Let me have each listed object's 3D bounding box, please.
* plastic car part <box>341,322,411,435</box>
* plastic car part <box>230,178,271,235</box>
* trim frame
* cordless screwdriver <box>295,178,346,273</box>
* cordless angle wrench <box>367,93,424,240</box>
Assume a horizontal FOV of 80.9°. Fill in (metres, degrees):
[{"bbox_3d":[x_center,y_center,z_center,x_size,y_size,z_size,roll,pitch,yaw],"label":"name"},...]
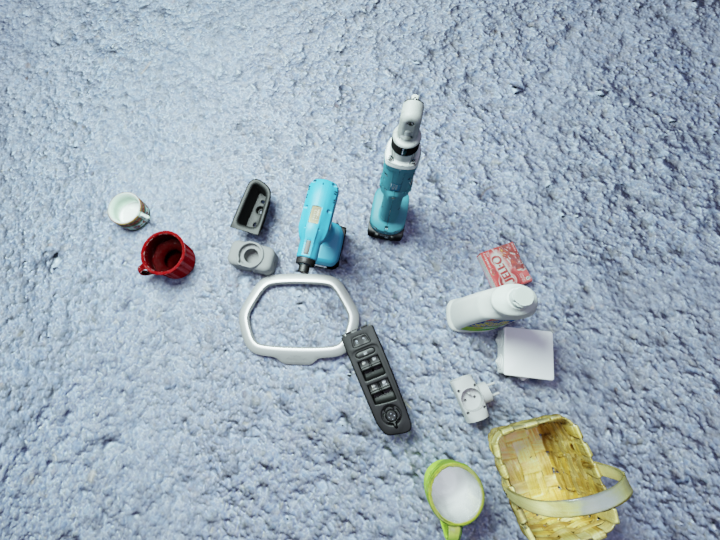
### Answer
[{"bbox_3d":[0.030,0.208,0.801,0.066,0.065,0.208,-22,74,-4],"label":"plastic car part"},{"bbox_3d":[-0.225,-0.130,0.915,0.067,0.069,0.117,16,77,6],"label":"plastic car part"},{"bbox_3d":[-0.127,0.097,0.865,0.250,0.027,0.187,-1,74,4],"label":"trim frame"},{"bbox_3d":[-0.077,-0.051,0.790,0.075,0.244,0.160,12,77,2],"label":"cordless screwdriver"},{"bbox_3d":[0.061,-0.151,0.719,0.075,0.415,0.099,11,77,2],"label":"cordless angle wrench"}]
